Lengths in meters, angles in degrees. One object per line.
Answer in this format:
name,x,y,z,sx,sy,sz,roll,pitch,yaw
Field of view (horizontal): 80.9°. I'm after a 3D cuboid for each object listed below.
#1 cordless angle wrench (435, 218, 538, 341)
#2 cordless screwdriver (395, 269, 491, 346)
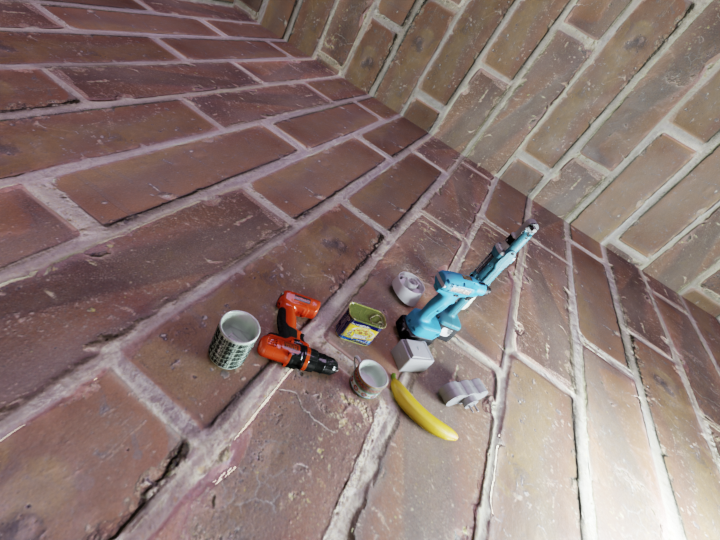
cordless angle wrench,0.316,0.026,1.123,0.073,0.422,0.100,24,35,-14
cordless screwdriver,0.212,0.104,1.101,0.153,0.248,0.077,14,38,-26
